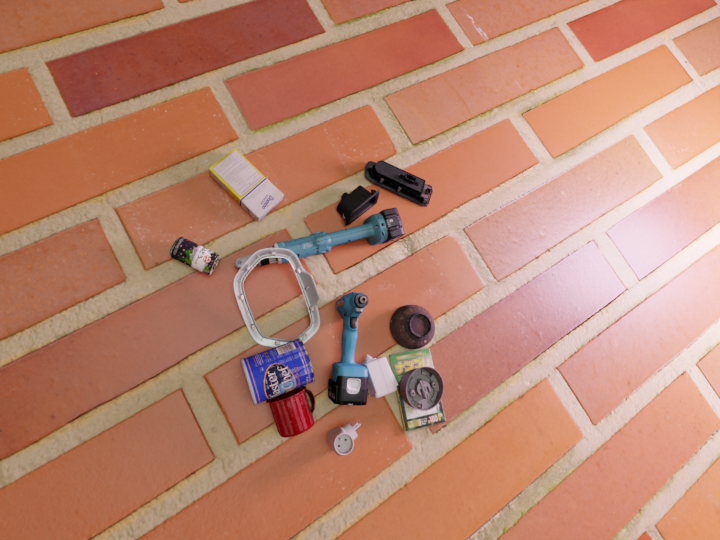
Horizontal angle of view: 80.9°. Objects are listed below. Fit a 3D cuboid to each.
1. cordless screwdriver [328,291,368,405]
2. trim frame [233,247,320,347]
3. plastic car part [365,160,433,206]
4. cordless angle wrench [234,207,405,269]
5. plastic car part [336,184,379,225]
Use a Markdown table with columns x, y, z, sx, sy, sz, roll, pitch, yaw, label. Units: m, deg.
| x | y | z | sx | sy | sz | roll | pitch | yaw | label |
| --- | --- | --- | --- | --- | --- | --- | --- | --- | --- |
| -0.019 | 0.173 | 0.958 | 0.073 | 0.160 | 0.252 | 6 | 76 | -15 | cordless screwdriver |
| -0.191 | 0.068 | 0.989 | 0.182 | 0.028 | 0.247 | -20 | 93 | -8 | trim frame |
| 0.108 | -0.245 | 1.156 | 0.202 | 0.067 | 0.066 | 22 | 79 | -3 | plastic car part |
| -0.102 | -0.067 | 1.046 | 0.416 | 0.098 | 0.075 | -15 | 84 | -12 | cordless angle wrench |
| -0.016 | -0.181 | 1.115 | 0.115 | 0.064 | 0.073 | -37 | 72 | -16 | plastic car part |
